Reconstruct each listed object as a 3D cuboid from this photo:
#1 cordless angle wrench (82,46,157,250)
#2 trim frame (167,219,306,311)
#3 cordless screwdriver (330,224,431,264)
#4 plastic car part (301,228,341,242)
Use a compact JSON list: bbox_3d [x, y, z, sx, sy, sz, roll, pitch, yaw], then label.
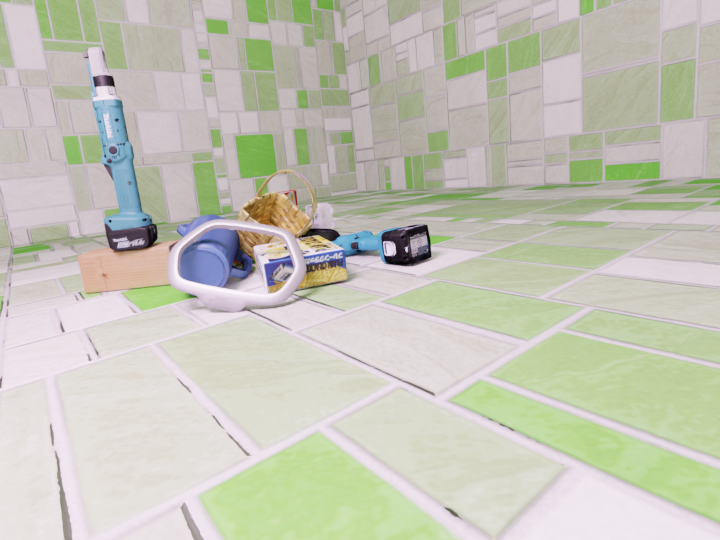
[{"bbox_3d":[-0.526,-0.257,0.912,0.097,0.417,0.076,-7,11,-6],"label":"cordless angle wrench"},{"bbox_3d":[-0.218,-0.014,0.748,0.251,0.027,0.188,8,54,4],"label":"trim frame"},{"bbox_3d":[0.027,-0.057,0.967,0.153,0.073,0.261,-16,13,-35],"label":"cordless screwdriver"},{"bbox_3d":[-0.111,-0.073,1.136,0.119,0.064,0.071,0,28,14],"label":"plastic car part"}]
